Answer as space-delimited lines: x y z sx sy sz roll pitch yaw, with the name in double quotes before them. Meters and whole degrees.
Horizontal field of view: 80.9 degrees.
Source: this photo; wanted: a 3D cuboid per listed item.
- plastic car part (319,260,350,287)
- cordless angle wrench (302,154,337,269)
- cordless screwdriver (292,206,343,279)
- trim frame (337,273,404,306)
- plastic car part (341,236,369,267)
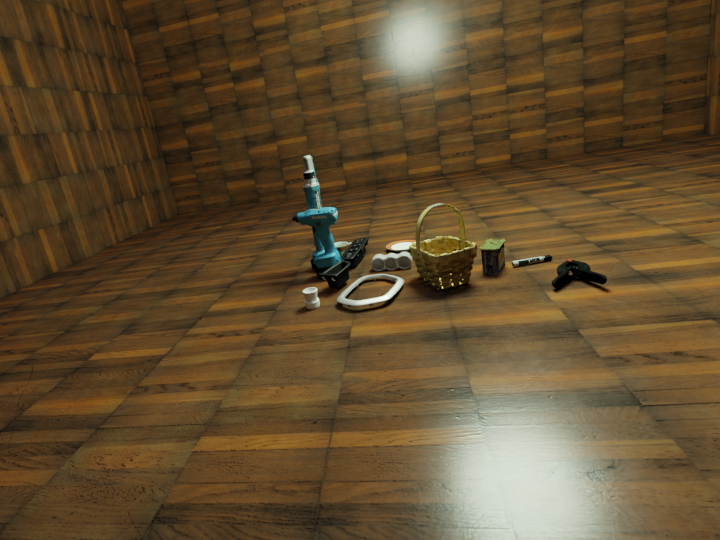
"plastic car part" -0.069 0.020 1.379 0.069 0.069 0.113 3 22 35
"cordless angle wrench" -0.161 -0.207 1.545 0.078 0.414 0.095 4 21 40
"cordless screwdriver" -0.144 -0.094 1.477 0.164 0.243 0.074 -4 17 18
"trim frame" 0.030 0.058 1.285 0.191 0.027 0.244 -1 21 25
"plastic car part" -0.021 -0.064 1.596 0.068 0.065 0.201 -3 20 21
